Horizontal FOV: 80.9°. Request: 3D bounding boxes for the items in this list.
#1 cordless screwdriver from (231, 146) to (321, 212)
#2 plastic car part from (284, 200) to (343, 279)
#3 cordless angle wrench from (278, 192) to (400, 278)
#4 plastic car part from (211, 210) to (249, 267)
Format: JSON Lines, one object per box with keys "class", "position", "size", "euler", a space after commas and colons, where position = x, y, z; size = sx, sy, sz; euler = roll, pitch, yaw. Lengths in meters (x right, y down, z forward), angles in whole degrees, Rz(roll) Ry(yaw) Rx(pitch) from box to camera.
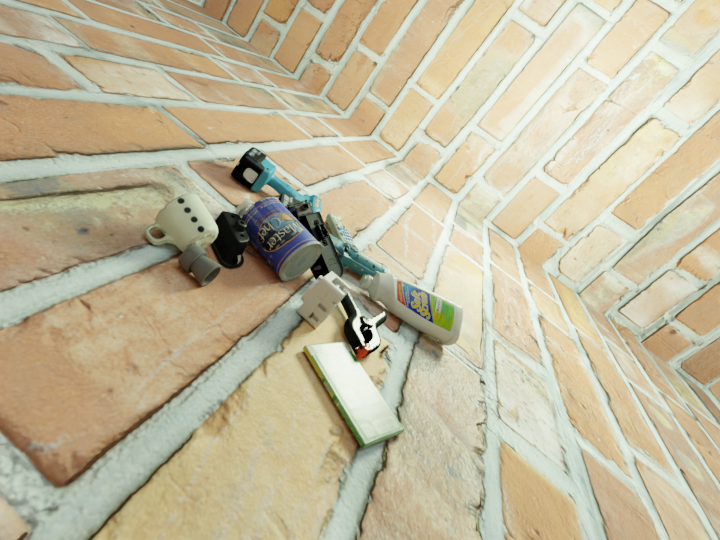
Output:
{"class": "cordless screwdriver", "position": [-0.206, -0.201, 1.073], "size": [0.242, 0.075, 0.163], "euler": [34, 24, -16]}
{"class": "plastic car part", "position": [-0.087, -0.057, 0.890], "size": [0.064, 0.069, 0.204], "euler": [-17, 85, -48]}
{"class": "cordless angle wrench", "position": [-0.030, -0.035, 1.011], "size": [0.410, 0.074, 0.101], "euler": [31, 25, -17]}
{"class": "plastic car part", "position": [-0.238, -0.067, 0.785], "size": [0.062, 0.071, 0.123], "euler": [10, 33, -45]}
